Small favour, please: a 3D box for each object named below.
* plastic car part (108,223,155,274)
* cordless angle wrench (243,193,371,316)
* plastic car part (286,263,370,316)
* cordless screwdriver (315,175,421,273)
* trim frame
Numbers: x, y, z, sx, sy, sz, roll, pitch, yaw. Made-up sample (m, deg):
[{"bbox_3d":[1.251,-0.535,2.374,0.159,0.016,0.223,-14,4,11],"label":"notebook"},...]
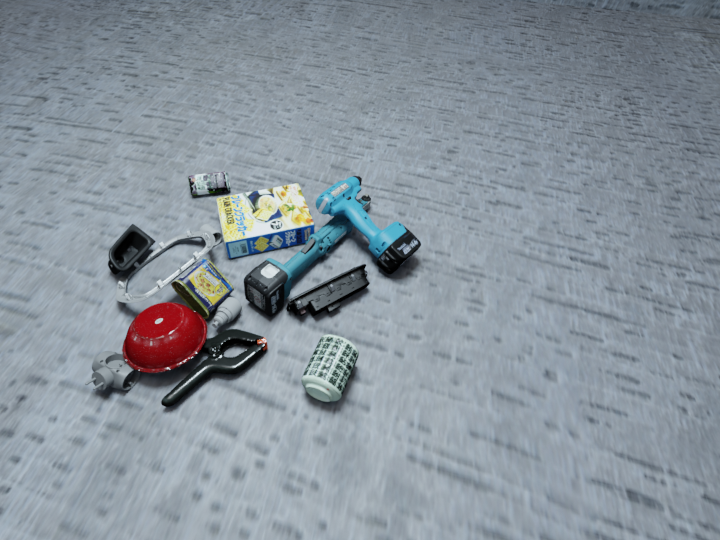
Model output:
[{"bbox_3d":[-0.539,-0.038,0.968,0.064,0.073,0.118,41,44,-20],"label":"plastic car part"},{"bbox_3d":[-0.097,-0.063,0.991,0.077,0.095,0.417,30,51,19],"label":"cordless angle wrench"},{"bbox_3d":[-0.058,0.046,0.908,0.199,0.065,0.070,-31,68,-24],"label":"plastic car part"},{"bbox_3d":[0.028,-0.120,0.994,0.253,0.074,0.157,42,49,8],"label":"cordless screwdriver"},{"bbox_3d":[-0.434,-0.017,0.941,0.195,0.026,0.245,18,50,39],"label":"trim frame"}]
